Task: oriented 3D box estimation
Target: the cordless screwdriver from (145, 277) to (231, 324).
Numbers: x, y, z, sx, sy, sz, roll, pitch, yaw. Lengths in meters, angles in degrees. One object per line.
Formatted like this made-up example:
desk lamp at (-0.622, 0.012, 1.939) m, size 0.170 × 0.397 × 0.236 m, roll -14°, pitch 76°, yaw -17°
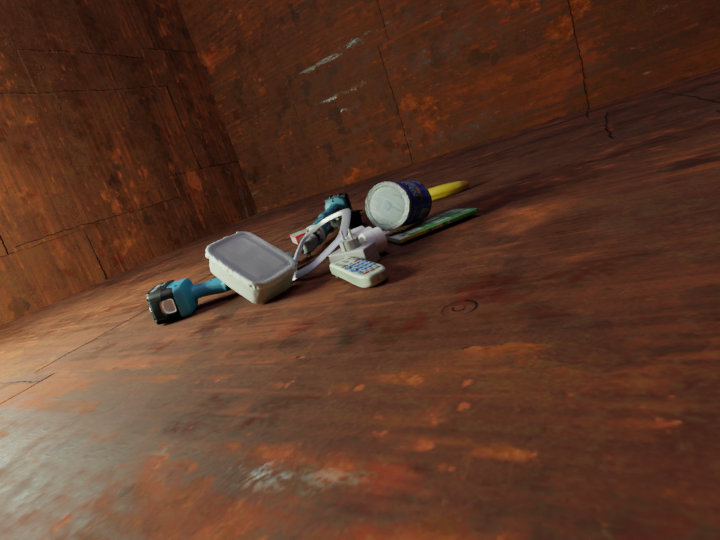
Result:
cordless screwdriver at (-0.329, 0.046, 0.911) m, size 0.247 × 0.073 × 0.163 m, roll -18°, pitch 15°, yaw -6°

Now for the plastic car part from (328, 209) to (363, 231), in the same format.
plastic car part at (-0.030, -0.139, 1.184) m, size 0.067 × 0.066 × 0.201 m, roll -23°, pitch 8°, yaw 17°

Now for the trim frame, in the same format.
trim frame at (-0.092, -0.060, 0.943) m, size 0.187 × 0.026 × 0.254 m, roll -34°, pitch 25°, yaw 19°

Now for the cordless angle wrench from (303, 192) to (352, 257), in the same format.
cordless angle wrench at (-0.102, -0.136, 1.236) m, size 0.076 × 0.095 × 0.423 m, roll -13°, pitch 19°, yaw 16°
